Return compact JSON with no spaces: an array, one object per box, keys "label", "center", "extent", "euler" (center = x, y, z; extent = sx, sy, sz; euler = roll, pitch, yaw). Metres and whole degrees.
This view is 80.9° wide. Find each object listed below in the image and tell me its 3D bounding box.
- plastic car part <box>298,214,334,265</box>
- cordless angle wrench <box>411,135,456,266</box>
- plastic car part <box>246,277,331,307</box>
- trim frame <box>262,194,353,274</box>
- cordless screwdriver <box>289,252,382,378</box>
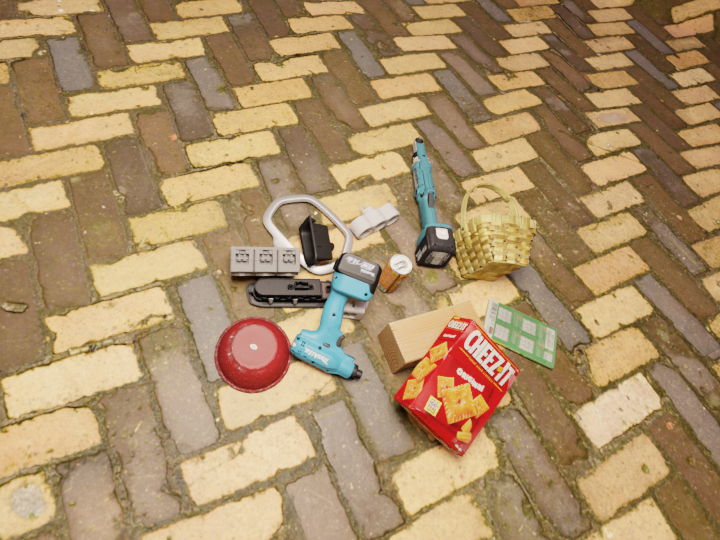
[{"label":"plastic car part","center":[-0.098,-0.064,0.999],"extent":[0.068,0.067,0.120],"euler":[-1,63,-31]},{"label":"cordless angle wrench","center":[0.178,-0.208,1.150],"extent":[0.073,0.097,0.436],"euler":[6,55,-12]},{"label":"plastic car part","center":[-0.153,0.047,0.946],"extent":[0.200,0.066,0.068],"euler":[-1,69,-9]},{"label":"trim frame","center":[-0.130,-0.095,1.052],"extent":[0.255,0.027,0.181],"euler":[43,60,12]},{"label":"cordless screwdriver","center":[-0.026,0.095,0.887],"extent":[0.159,0.074,0.249],"euler":[26,87,-1]}]
